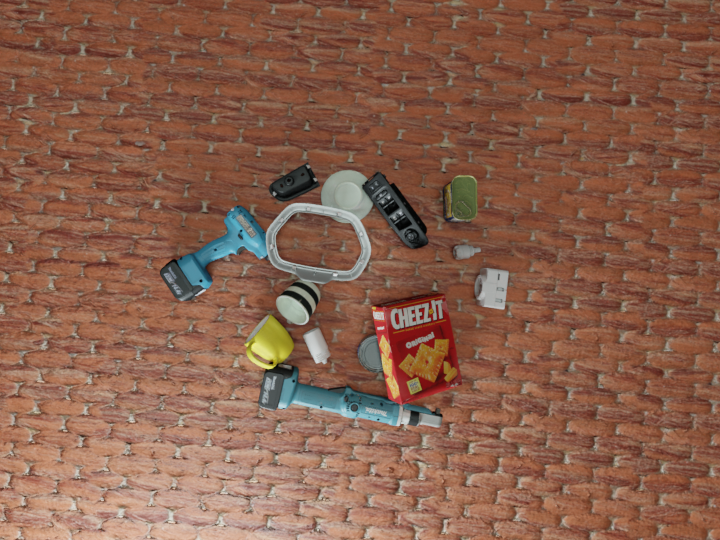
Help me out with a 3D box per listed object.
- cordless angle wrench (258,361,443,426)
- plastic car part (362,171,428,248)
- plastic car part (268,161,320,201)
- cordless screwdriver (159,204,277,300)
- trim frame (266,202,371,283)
[{"bbox_3d":[-0.018,0.303,0.970,0.421,0.074,0.098,13,88,-2],"label":"cordless angle wrench"},{"bbox_3d":[0.091,-0.140,0.999,0.067,0.065,0.205,-37,84,36],"label":"plastic car part"},{"bbox_3d":[-0.160,-0.209,0.997,0.116,0.071,0.066,-28,89,-6],"label":"plastic car part"},{"bbox_3d":[-0.325,-0.019,0.986,0.248,0.074,0.160,-40,89,-6],"label":"cordless screwdriver"},{"bbox_3d":[-0.096,-0.063,0.984,0.246,0.027,0.185,10,80,-6],"label":"trim frame"}]
